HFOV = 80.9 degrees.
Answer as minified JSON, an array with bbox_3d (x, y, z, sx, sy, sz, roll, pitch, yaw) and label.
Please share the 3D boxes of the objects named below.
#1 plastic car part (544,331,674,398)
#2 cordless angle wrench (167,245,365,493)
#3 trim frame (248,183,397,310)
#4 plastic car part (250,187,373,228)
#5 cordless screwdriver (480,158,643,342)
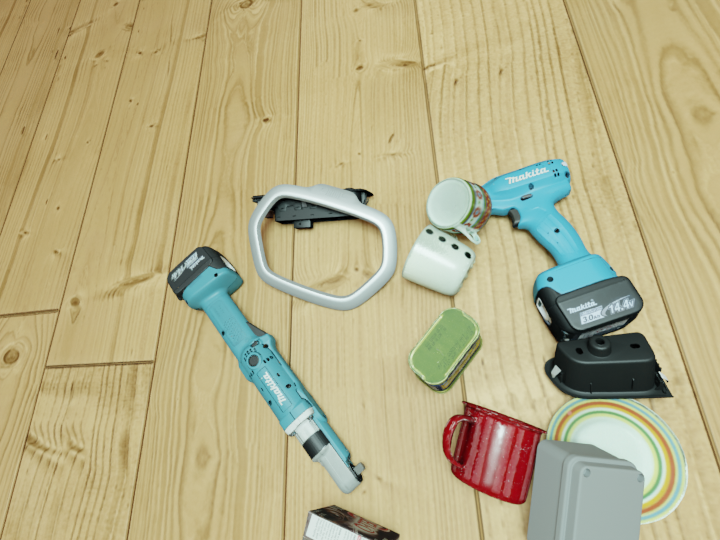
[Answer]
[{"bbox_3d":[0.279,0.102,0.483,0.119,0.068,0.067,-6,40,14],"label":"plastic car part"},{"bbox_3d":[-0.147,0.134,0.630,0.098,0.071,0.443,-43,64,-2],"label":"cordless angle wrench"},{"bbox_3d":[-0.065,-0.042,0.662,0.256,0.027,0.183,18,95,17],"label":"trim frame"},{"bbox_3d":[-0.080,-0.105,0.708,0.208,0.064,0.068,-6,77,17],"label":"plastic car part"},{"bbox_3d":[0.234,-0.029,0.563,0.161,0.071,0.258,-19,60,11],"label":"cordless screwdriver"}]
